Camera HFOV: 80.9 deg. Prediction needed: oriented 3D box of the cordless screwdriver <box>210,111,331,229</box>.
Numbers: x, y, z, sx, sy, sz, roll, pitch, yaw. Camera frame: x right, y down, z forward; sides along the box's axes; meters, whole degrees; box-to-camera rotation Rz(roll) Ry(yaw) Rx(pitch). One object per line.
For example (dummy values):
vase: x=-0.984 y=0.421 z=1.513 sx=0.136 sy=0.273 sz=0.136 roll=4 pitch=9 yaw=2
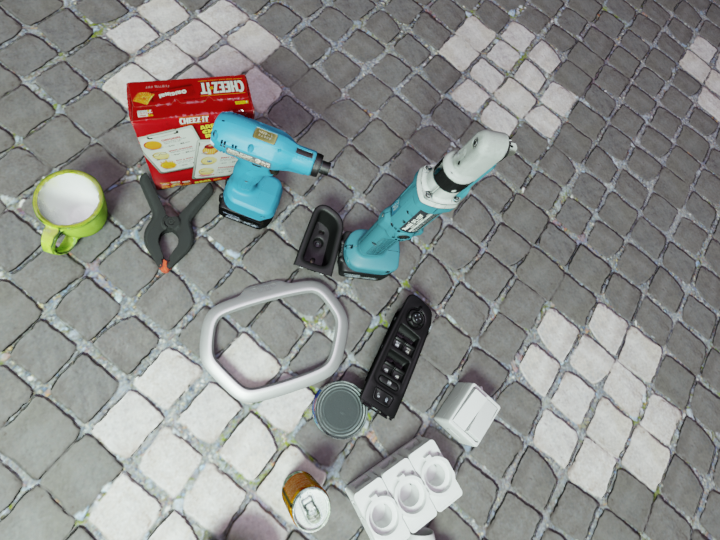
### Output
cordless screwdriver: x=-0.144 y=-0.136 z=0.650 sx=0.157 sy=0.250 sz=0.075 roll=20 pitch=71 yaw=-10

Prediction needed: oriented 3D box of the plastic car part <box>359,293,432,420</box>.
plastic car part: x=0.060 y=0.137 z=0.703 sx=0.066 sy=0.067 sz=0.203 roll=30 pitch=69 yaw=-5

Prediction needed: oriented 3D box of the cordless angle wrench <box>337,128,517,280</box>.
cordless angle wrench: x=0.061 y=-0.070 z=0.579 sx=0.096 sy=0.425 sz=0.075 roll=8 pitch=74 yaw=-15

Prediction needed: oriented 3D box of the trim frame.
trim frame: x=-0.136 y=0.106 z=0.692 sx=0.243 sy=0.027 sz=0.188 roll=-16 pitch=76 yaw=-16

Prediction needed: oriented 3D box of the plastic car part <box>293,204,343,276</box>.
plastic car part: x=-0.072 y=-0.047 z=0.732 sx=0.065 sy=0.071 sz=0.118 roll=18 pitch=70 yaw=-9
